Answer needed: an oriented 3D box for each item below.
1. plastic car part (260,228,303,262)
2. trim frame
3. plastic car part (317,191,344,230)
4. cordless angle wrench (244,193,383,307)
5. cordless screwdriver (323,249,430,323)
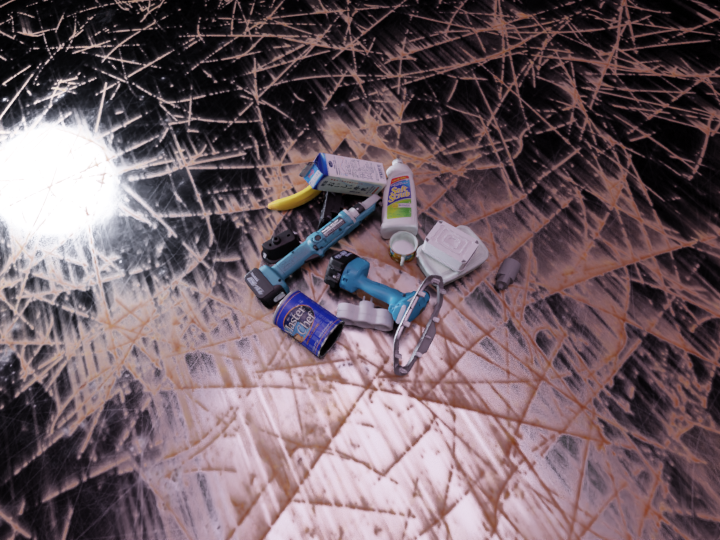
[{"bbox_3d":[-0.214,-0.071,1.135,0.115,0.069,0.069,-27,64,-13],"label":"plastic car part"},{"bbox_3d":[0.135,0.120,0.943,0.029,0.175,0.249,16,64,30],"label":"trim frame"},{"bbox_3d":[-0.078,-0.209,1.201,0.067,0.065,0.208,5,62,-5],"label":"plastic car part"},{"bbox_3d":[-0.109,-0.071,1.111,0.420,0.072,0.102,-40,67,-12],"label":"cordless angle wrench"},{"bbox_3d":[0.045,0.034,1.039,0.260,0.073,0.154,28,27,24],"label":"cordless screwdriver"}]
